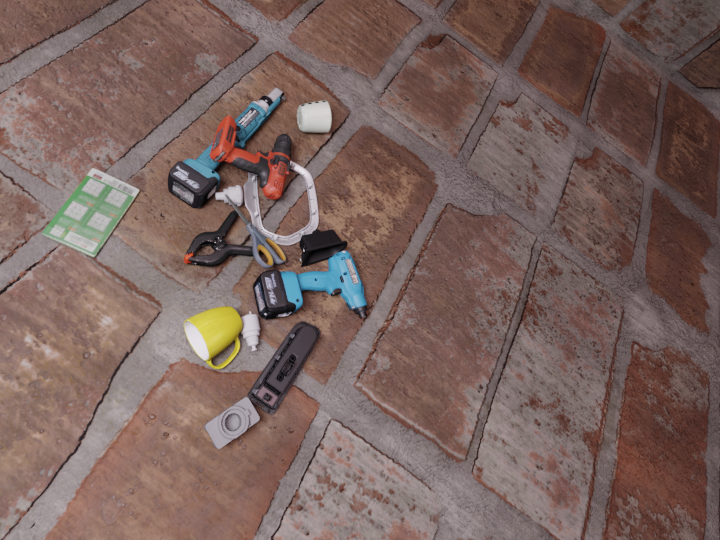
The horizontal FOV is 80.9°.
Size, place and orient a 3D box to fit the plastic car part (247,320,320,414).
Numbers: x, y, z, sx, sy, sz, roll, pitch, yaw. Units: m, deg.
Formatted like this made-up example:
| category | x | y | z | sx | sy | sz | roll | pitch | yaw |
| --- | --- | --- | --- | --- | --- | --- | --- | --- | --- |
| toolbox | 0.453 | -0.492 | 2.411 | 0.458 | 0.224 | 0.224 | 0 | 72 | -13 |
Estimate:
| category | x | y | z | sx | sy | sz | roll | pitch | yaw |
| --- | --- | --- | --- | --- | --- | --- | --- | --- | --- |
| plastic car part | -0.148 | 0.186 | 0.867 | 0.067 | 0.067 | 0.203 | 32 | 58 | 1 |

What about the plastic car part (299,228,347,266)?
| category | x | y | z | sx | sy | sz | roll | pitch | yaw |
| --- | --- | --- | --- | --- | --- | --- | --- | --- | --- |
| plastic car part | -0.098 | -0.064 | 1.000 | 0.113 | 0.065 | 0.074 | -19 | 63 | -30 |

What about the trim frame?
| category | x | y | z | sx | sy | sz | roll | pitch | yaw |
| --- | --- | --- | --- | --- | --- | --- | --- | --- | --- |
| trim frame | -0.193 | -0.177 | 1.032 | 0.179 | 0.028 | 0.254 | -1 | 69 | -19 |

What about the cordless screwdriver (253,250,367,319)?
| category | x | y | z | sx | sy | sz | roll | pitch | yaw |
| --- | --- | --- | --- | --- | --- | --- | --- | --- | --- |
| cordless screwdriver | -0.103 | 0.054 | 0.935 | 0.240 | 0.075 | 0.163 | -13 | 73 | -29 |

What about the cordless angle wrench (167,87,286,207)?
| category | x | y | z | sx | sy | sz | roll | pitch | yaw |
| --- | --- | --- | --- | --- | --- | --- | --- | --- | --- |
| cordless angle wrench | -0.306 | -0.329 | 1.036 | 0.097 | 0.075 | 0.424 | 33 | 58 | -7 |
